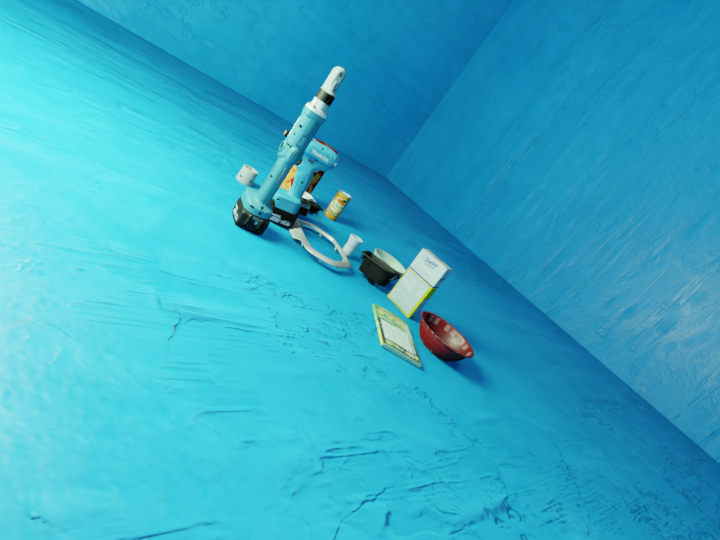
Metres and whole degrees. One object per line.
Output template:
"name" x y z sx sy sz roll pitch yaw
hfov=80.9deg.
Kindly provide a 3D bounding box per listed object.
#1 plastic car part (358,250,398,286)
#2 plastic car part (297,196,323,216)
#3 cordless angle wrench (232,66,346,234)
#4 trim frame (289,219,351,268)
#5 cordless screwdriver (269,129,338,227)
"plastic car part" 0.042 0.003 1.209 0.121 0.071 0.063 42 18 18
"plastic car part" -0.217 -0.212 1.302 0.192 0.067 0.070 23 22 -35
"cordless angle wrench" -0.160 -0.276 0.976 0.071 0.423 0.103 25 21 -33
"trim frame" -0.117 -0.077 1.198 0.175 0.027 0.261 24 20 -31
"cordless screwdriver" -0.189 -0.247 1.140 0.152 0.249 0.078 27 20 -28
